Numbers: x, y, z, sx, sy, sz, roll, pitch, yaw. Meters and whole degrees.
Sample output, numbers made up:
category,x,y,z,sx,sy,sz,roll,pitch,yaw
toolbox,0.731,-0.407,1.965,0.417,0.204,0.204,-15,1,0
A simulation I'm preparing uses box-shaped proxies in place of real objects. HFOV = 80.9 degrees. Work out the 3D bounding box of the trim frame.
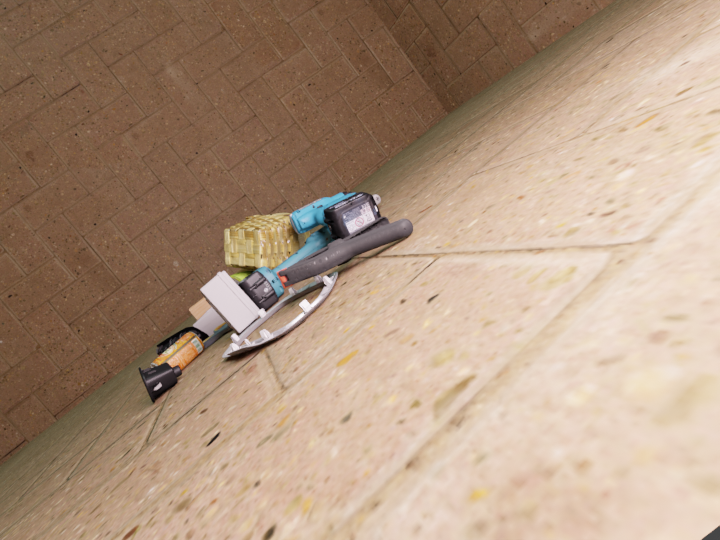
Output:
category,x,y,z,sx,sy,sz,roll,pitch,yaw
trim frame,-0.128,0.069,0.651,0.256,0.027,0.182,-24,19,45

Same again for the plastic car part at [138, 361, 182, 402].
category,x,y,z,sx,sy,sz,roll,pitch,yaw
plastic car part,-0.381,0.207,0.813,0.069,0.066,0.120,-26,6,-32

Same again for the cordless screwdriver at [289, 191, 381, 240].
category,x,y,z,sx,sy,sz,roll,pitch,yaw
cordless screwdriver,-0.038,-0.122,0.868,0.157,0.072,0.260,-30,21,-19

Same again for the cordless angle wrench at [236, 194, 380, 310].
category,x,y,z,sx,sy,sz,roll,pitch,yaw
cordless angle wrench,-0.094,-0.061,0.958,0.417,0.073,0.101,-41,10,-28

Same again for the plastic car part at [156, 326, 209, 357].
category,x,y,z,sx,sy,sz,roll,pitch,yaw
plastic car part,-0.455,0.194,1.059,0.207,0.064,0.067,-30,21,34
